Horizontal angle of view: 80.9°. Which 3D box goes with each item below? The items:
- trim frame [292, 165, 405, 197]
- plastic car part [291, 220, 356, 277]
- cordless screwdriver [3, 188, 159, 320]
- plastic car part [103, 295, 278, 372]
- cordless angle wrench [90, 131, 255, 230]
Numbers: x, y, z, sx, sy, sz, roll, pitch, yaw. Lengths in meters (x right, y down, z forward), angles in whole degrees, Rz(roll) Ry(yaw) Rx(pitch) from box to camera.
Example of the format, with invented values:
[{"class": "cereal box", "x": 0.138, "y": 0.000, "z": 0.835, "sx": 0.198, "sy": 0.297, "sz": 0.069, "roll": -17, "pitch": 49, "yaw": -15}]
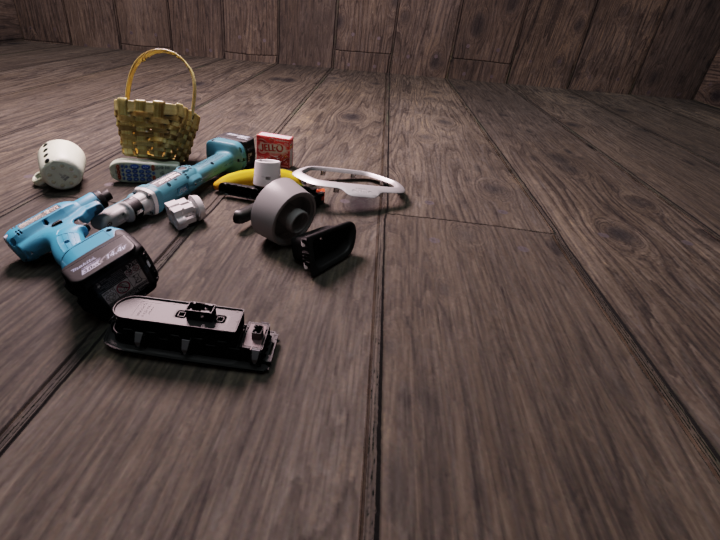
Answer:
[{"class": "trim frame", "x": -0.025, "y": -0.191, "z": 0.906, "sx": 0.241, "sy": 0.027, "sz": 0.193, "roll": 3, "pitch": 23, "yaw": -20}, {"class": "plastic car part", "x": -0.066, "y": -0.043, "z": 0.680, "sx": 0.074, "sy": 0.064, "sz": 0.113, "roll": 10, "pitch": 27, "yaw": 34}, {"class": "cordless screwdriver", "x": -0.375, "y": -0.042, "z": 0.597, "sx": 0.262, "sy": 0.071, "sz": 0.157, "roll": 23, "pitch": 52, "yaw": 31}, {"class": "plastic car part", "x": -0.200, "y": 0.067, "z": 0.488, "sx": 0.205, "sy": 0.065, "sz": 0.068, "roll": 4, "pitch": 39, "yaw": 4}, {"class": "cordless angle wrench", "x": -0.355, "y": -0.182, "z": 0.849, "sx": 0.101, "sy": 0.072, "sz": 0.421, "roll": 14, "pitch": 36, "yaw": 14}]
